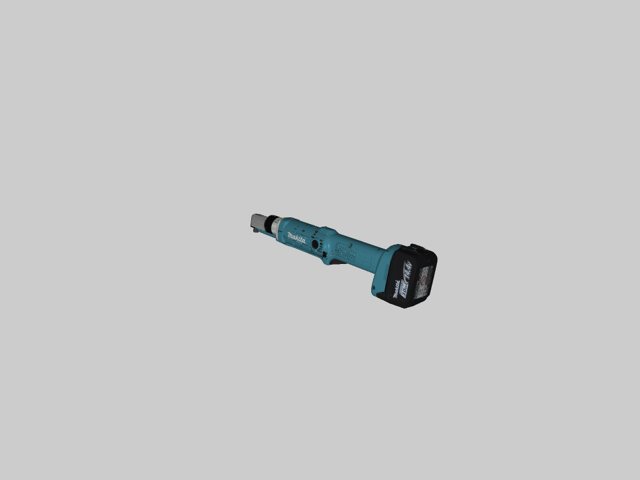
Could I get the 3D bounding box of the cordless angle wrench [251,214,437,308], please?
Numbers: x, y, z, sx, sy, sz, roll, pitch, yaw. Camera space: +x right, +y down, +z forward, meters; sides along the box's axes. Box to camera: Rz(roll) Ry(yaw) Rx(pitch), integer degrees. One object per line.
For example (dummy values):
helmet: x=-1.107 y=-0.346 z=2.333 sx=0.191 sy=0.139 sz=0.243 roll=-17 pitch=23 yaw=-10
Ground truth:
cordless angle wrench: x=0.008 y=0.009 z=0.802 sx=0.423 sy=0.098 sz=0.074 roll=20 pitch=17 yaw=38
